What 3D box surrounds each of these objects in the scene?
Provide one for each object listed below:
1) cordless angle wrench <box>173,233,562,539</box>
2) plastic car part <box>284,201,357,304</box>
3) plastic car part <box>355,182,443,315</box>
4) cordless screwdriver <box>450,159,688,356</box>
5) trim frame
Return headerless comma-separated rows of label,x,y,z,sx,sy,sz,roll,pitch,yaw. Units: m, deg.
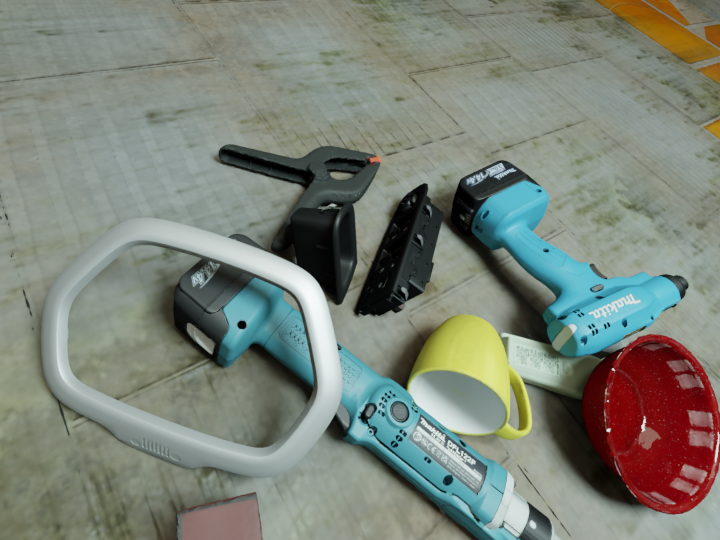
cordless angle wrench,0.021,0.131,0.371,0.430,0.074,0.097,37,53,8
plastic car part,-0.044,-0.029,0.447,0.073,0.112,0.067,9,50,15
plastic car part,0.059,-0.027,0.500,0.066,0.067,0.205,28,51,-12
cordless screwdriver,0.233,-0.032,0.505,0.157,0.072,0.261,-22,55,-11
trim frame,-0.135,0.061,0.331,0.250,0.027,0.184,18,88,3
